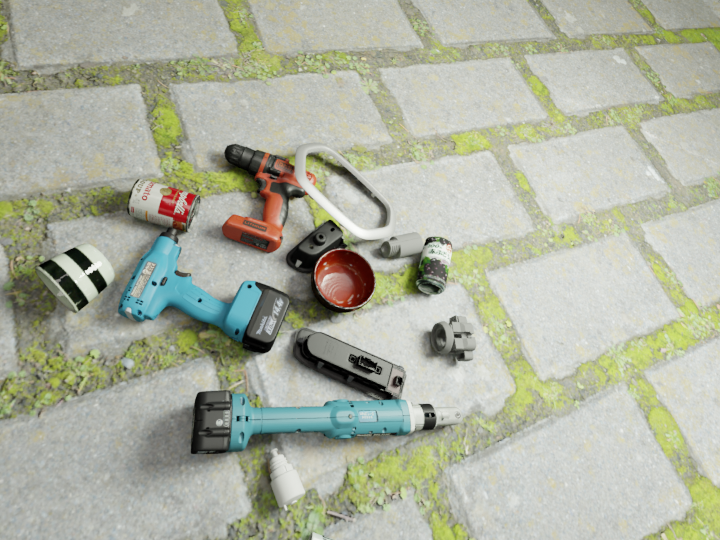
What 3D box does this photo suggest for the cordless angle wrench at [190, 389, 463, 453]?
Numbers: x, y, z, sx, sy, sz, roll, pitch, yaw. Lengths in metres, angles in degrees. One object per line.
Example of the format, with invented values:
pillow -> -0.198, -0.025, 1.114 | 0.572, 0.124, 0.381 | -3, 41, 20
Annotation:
cordless angle wrench -> -0.031, 0.223, 0.634 | 0.411, 0.098, 0.076 | 5, 62, -18

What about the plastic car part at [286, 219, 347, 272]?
plastic car part -> -0.075, -0.049, 0.762 | 0.067, 0.071, 0.115 | 45, 59, 7

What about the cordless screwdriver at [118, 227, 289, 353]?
cordless screwdriver -> -0.237, 0.030, 0.679 | 0.247, 0.074, 0.161 | 17, 62, -3

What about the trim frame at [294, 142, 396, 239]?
trim frame -> -0.028, -0.154, 0.818 | 0.248, 0.028, 0.183 | 40, 42, -2

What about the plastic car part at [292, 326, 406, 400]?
plastic car part -> -0.015, 0.152, 0.689 | 0.203, 0.067, 0.067 | 23, 69, -1
